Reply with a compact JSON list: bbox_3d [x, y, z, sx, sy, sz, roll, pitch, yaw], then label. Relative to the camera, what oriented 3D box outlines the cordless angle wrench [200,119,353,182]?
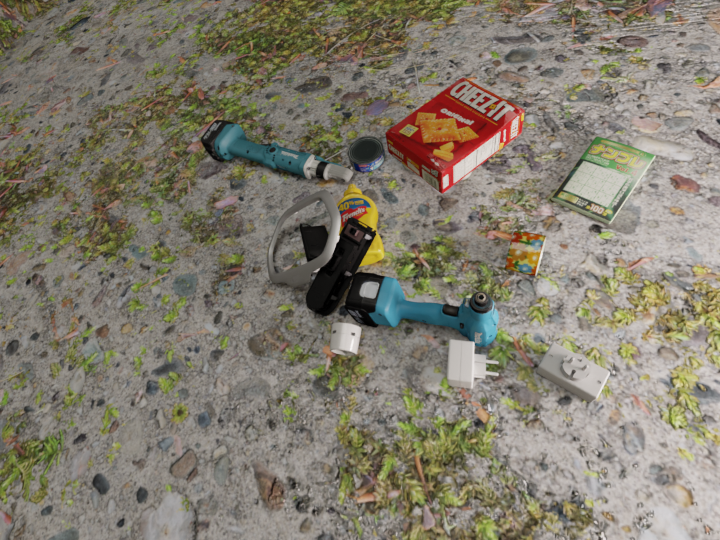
[{"bbox_3d":[-0.211,-0.285,1.054,0.442,0.071,0.098,21,69,24],"label":"cordless angle wrench"}]

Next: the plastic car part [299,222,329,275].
[{"bbox_3d":[-0.087,-0.057,0.893,0.070,0.064,0.121,-9,55,-7],"label":"plastic car part"}]

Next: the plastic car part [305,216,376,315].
[{"bbox_3d":[-0.047,0.000,0.804,0.068,0.065,0.202,31,104,14],"label":"plastic car part"}]

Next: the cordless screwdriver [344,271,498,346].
[{"bbox_3d":[0.098,0.058,0.709,0.259,0.151,0.075,10,65,23],"label":"cordless screwdriver"}]

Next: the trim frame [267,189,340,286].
[{"bbox_3d":[-0.120,-0.060,0.849,0.257,0.026,0.188,-19,60,43],"label":"trim frame"}]
